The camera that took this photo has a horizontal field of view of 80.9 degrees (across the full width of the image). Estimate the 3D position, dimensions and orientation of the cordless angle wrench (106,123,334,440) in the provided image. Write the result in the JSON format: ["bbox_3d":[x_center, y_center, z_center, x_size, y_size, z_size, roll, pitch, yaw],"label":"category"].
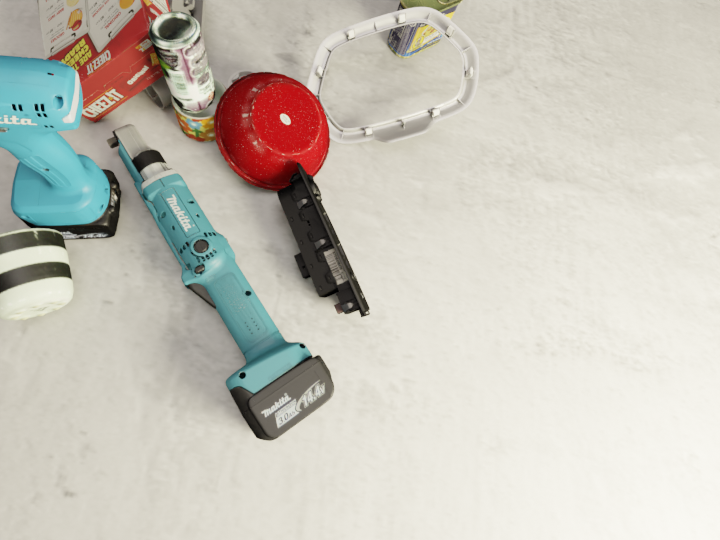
[{"bbox_3d":[-0.183,-0.016,0.494,0.096,0.073,0.435,-31,74,-19],"label":"cordless angle wrench"}]

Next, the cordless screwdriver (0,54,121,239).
[{"bbox_3d":[-0.332,-0.107,0.409,0.155,0.249,0.076,-1,72,-17],"label":"cordless screwdriver"}]

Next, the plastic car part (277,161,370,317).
[{"bbox_3d":[-0.051,-0.033,0.519,0.068,0.064,0.206,-23,79,13],"label":"plastic car part"}]

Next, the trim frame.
[{"bbox_3d":[0.043,-0.274,0.600,0.250,0.027,0.184,-14,88,4],"label":"trim frame"}]
